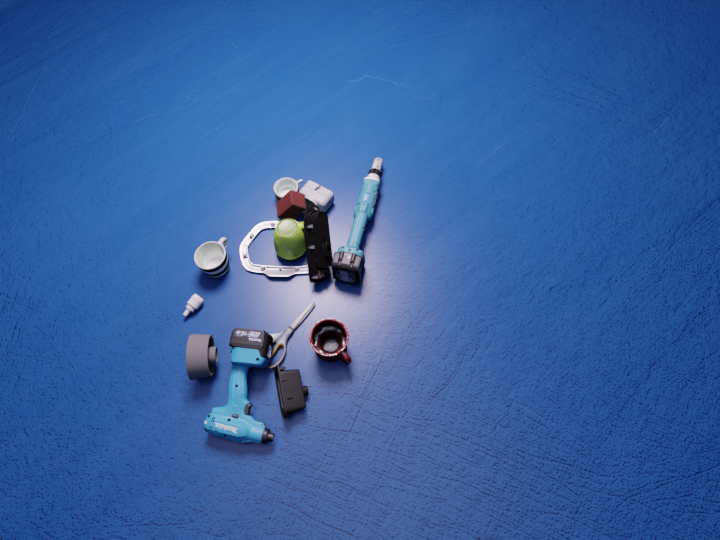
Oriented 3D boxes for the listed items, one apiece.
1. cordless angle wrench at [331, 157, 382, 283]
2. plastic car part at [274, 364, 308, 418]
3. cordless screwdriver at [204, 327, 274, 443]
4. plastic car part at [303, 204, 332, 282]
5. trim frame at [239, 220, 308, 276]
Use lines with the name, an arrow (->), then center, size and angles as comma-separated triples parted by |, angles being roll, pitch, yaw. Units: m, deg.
cordless angle wrench -> 0.009, -0.165, 1.201 | 0.076, 0.094, 0.429 | 9, 59, 10
plastic car part -> -0.159, 0.280, 0.992 | 0.069, 0.065, 0.121 | -10, 64, -19
cordless screwdriver -> -0.255, 0.266, 0.986 | 0.162, 0.072, 0.252 | 8, 72, 8
plastic car part -> -0.108, -0.071, 1.106 | 0.064, 0.070, 0.202 | -10, 92, -38
trim frame -> -0.221, -0.064, 1.198 | 0.250, 0.027, 0.188 | 2, 63, 4
